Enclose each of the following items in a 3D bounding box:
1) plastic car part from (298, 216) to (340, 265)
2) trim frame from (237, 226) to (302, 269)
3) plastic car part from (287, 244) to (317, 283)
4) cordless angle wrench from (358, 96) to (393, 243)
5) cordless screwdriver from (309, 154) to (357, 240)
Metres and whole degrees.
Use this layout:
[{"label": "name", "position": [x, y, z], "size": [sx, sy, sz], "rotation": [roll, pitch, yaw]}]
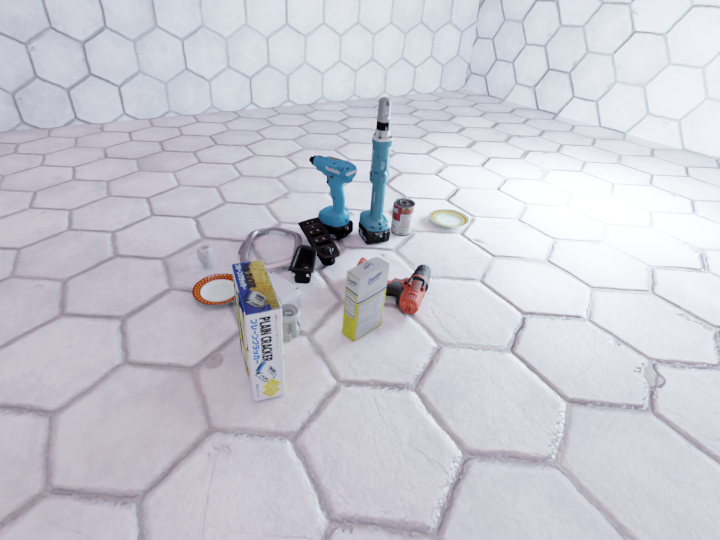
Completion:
[{"label": "plastic car part", "position": [-0.119, -0.078, 1.220], "size": [0.064, 0.065, 0.214], "rotation": [-12, 36, -21]}, {"label": "trim frame", "position": [-0.264, -0.067, 1.235], "size": [0.184, 0.027, 0.256], "rotation": [-1, 34, -3]}, {"label": "plastic car part", "position": [-0.147, -0.008, 1.111], "size": [0.066, 0.069, 0.119], "rotation": [4, 33, 2]}, {"label": "cordless angle wrench", "position": [0.053, -0.276, 1.210], "size": [0.072, 0.412, 0.103], "rotation": [-8, 34, -18]}, {"label": "cordless screwdriver", "position": [-0.092, -0.224, 1.282], "size": [0.168, 0.242, 0.072], "rotation": [26, 38, 31]}]
